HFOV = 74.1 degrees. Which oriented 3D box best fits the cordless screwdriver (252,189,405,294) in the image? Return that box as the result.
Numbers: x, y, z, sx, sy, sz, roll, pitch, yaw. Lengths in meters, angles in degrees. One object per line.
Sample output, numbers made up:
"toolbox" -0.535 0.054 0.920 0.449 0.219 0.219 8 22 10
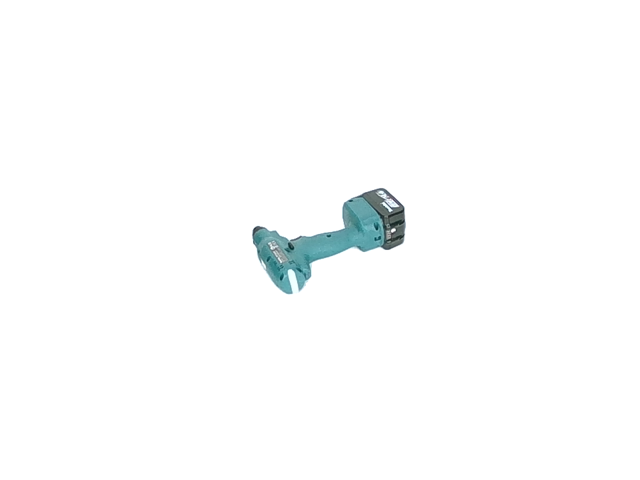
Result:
"cordless screwdriver" 0.012 -0.013 0.729 0.248 0.074 0.159 -23 42 -16
